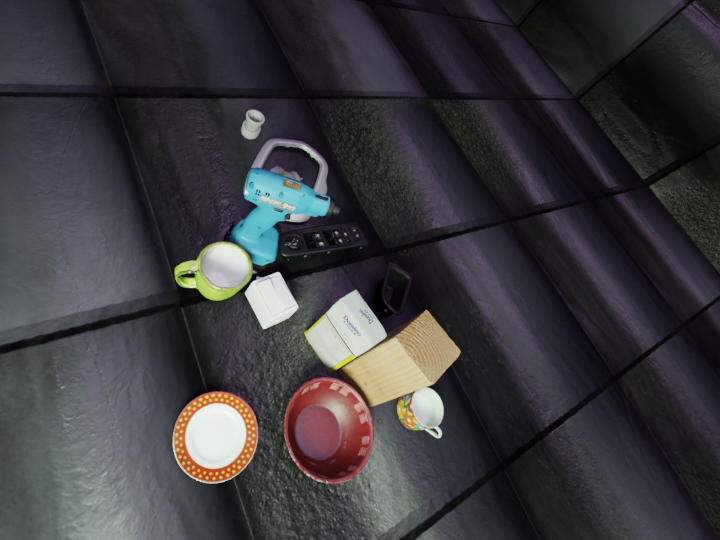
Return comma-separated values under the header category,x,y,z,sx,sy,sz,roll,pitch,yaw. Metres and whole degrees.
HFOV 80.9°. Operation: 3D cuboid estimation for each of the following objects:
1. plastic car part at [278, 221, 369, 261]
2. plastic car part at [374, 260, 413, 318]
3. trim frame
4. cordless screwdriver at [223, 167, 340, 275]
category,x,y,z,sx,sy,sz,roll,pitch,yaw
plastic car part,-0.087,-0.057,0.895,0.195,0.067,0.068,-9,67,-32
plastic car part,0.059,0.052,0.899,0.065,0.071,0.117,30,51,-11
trim frame,-0.161,-0.214,0.983,0.180,0.028,0.253,24,52,-13
cordless screwdriver,-0.153,-0.076,0.754,0.154,0.251,0.076,17,56,-21
